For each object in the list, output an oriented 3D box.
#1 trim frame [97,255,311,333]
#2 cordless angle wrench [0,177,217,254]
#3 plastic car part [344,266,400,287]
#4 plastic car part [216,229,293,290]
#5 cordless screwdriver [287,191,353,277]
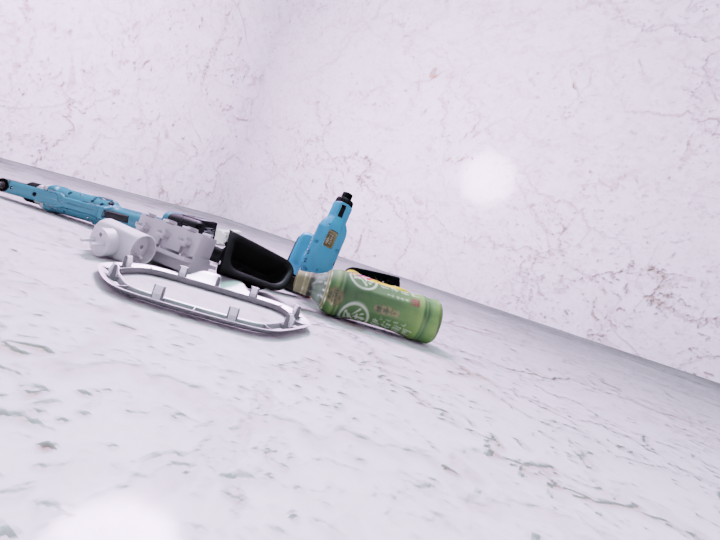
[{"bbox_3d":[-0.175,0.025,0.489,0.246,0.027,0.186,15,3,-7],"label":"trim frame"},{"bbox_3d":[-0.487,-0.111,0.799,0.427,0.074,0.097,15,2,5],"label":"cordless angle wrench"},{"bbox_3d":[0.016,0.032,1.058,0.070,0.066,0.192,6,-6,45],"label":"plastic car part"},{"bbox_3d":[-0.166,0.000,0.630,0.110,0.067,0.073,30,-37,-35],"label":"plastic car part"},{"bbox_3d":[-0.079,-0.052,0.809,0.073,0.160,0.252,25,-12,-12],"label":"cordless screwdriver"}]
